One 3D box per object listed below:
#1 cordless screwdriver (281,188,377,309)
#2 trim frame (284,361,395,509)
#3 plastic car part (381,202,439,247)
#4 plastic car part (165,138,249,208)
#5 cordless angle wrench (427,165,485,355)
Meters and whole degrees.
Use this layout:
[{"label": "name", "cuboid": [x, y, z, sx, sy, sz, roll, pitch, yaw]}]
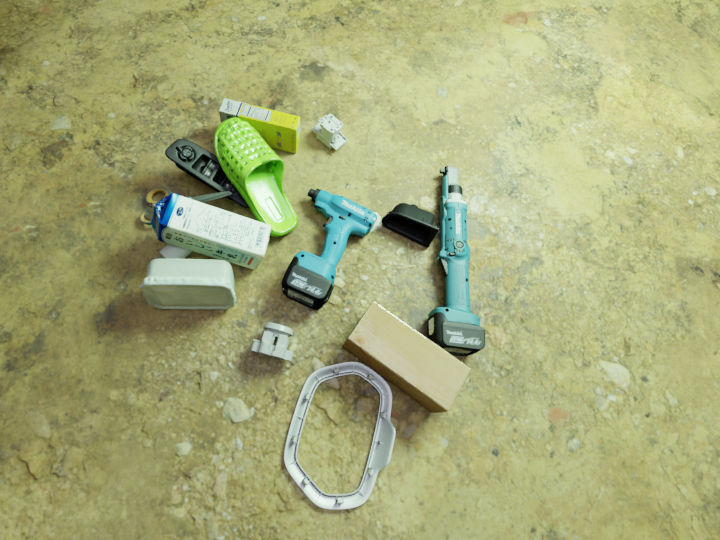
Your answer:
[{"label": "cordless screwdriver", "cuboid": [-0.085, -0.056, 0.870, 0.161, 0.073, 0.249, 27, 65, 6]}, {"label": "trim frame", "cuboid": [-0.032, 0.288, 0.759, 0.185, 0.027, 0.251, 17, 66, 1]}, {"label": "plastic car part", "cuboid": [0.113, -0.112, 0.919, 0.119, 0.065, 0.071, 27, 53, 9]}, {"label": "plastic car part", "cuboid": [-0.316, -0.207, 0.903, 0.196, 0.069, 0.066, 33, 74, -19]}, {"label": "cordless angle wrench", "cuboid": [0.196, -0.042, 0.889, 0.097, 0.073, 0.431, 7, 65, -4]}]
